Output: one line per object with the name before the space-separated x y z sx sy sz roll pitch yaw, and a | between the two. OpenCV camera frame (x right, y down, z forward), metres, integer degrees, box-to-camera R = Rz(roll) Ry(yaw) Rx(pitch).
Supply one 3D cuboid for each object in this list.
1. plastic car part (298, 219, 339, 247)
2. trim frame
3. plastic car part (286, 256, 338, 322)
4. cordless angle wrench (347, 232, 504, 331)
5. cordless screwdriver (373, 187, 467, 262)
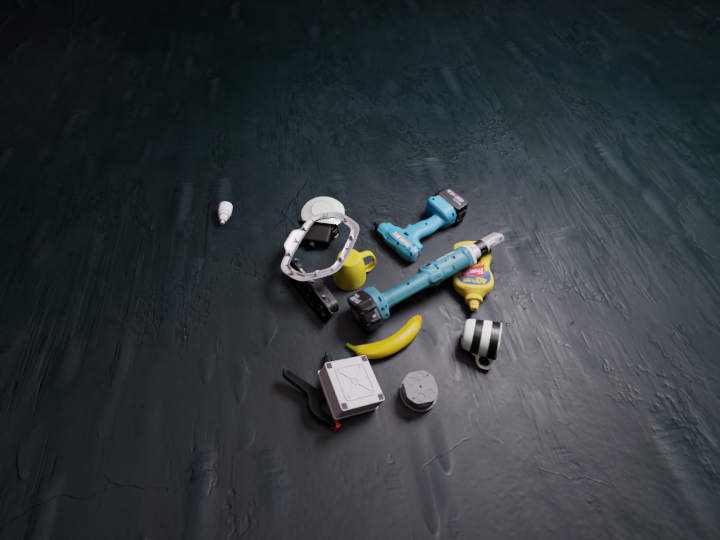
plastic car part | -0.124 -0.098 1.194 0.119 0.063 0.072 6 69 12
trim frame | -0.107 -0.070 1.095 0.192 0.026 0.250 7 53 25
plastic car part | -0.121 0.049 1.086 0.064 0.066 0.213 -9 47 -37
cordless angle wrench | 0.173 0.010 1.035 0.419 0.073 0.101 -28 15 -8
cordless screwdriver | 0.170 -0.144 1.195 0.246 0.071 0.167 -38 60 -17
